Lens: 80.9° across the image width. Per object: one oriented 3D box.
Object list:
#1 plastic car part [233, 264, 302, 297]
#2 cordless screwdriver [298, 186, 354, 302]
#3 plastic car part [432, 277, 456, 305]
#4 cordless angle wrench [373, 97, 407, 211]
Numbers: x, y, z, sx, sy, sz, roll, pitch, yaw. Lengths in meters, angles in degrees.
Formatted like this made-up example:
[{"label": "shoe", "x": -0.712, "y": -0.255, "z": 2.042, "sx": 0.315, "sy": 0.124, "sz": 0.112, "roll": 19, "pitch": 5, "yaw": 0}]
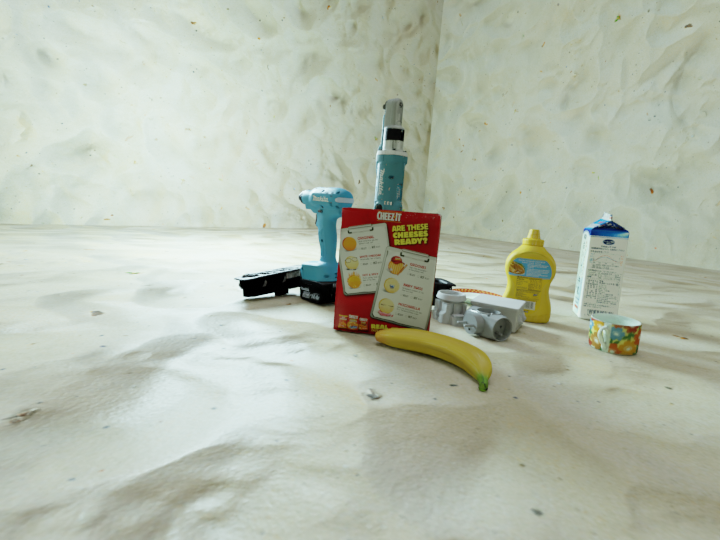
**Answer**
[{"label": "plastic car part", "x": -0.193, "y": 0.023, "z": 0.944, "sx": 0.070, "sy": 0.066, "sz": 0.194, "roll": 11, "pitch": 12, "yaw": 40}, {"label": "cordless screwdriver", "x": -0.092, "y": -0.060, "z": 0.937, "sx": 0.071, "sy": 0.247, "sz": 0.168, "roll": -1, "pitch": 9, "yaw": -41}, {"label": "plastic car part", "x": 0.134, "y": 0.050, "z": 0.912, "sx": 0.114, "sy": 0.070, "sz": 0.068, "roll": 2, "pitch": 8, "yaw": -15}, {"label": "cordless angle wrench", "x": 0.051, "y": -0.119, "z": 0.827, "sx": 0.103, "sy": 0.420, "sz": 0.071, "roll": 11, "pitch": 9, "yaw": 44}]
